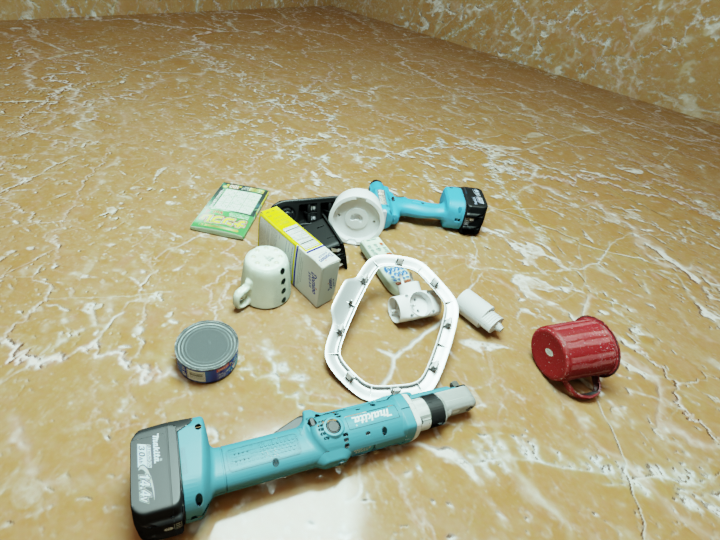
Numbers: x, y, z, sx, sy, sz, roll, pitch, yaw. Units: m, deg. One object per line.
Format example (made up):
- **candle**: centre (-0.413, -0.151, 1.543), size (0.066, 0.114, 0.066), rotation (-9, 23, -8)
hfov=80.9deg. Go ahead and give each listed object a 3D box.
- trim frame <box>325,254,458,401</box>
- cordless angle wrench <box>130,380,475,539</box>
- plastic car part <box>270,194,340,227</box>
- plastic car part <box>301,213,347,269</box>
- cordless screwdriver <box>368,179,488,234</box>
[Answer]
- **trim frame**: centre (0.048, 0.077, 0.638), size (0.188, 0.027, 0.249), rotation (22, 60, 10)
- **cordless angle wrench**: centre (-0.039, 0.196, 0.500), size (0.410, 0.073, 0.103), rotation (-7, 43, -21)
- **plastic car part**: centre (-0.096, -0.128, 0.879), size (0.197, 0.065, 0.071), rotation (-10, 34, -21)
- **plastic car part**: centre (-0.078, -0.051, 0.798), size (0.070, 0.063, 0.123), rotation (-22, 44, -14)
- **cordless screwdriver**: centre (0.140, -0.152, 0.942), size (0.248, 0.072, 0.164), rotation (1, 40, -3)
